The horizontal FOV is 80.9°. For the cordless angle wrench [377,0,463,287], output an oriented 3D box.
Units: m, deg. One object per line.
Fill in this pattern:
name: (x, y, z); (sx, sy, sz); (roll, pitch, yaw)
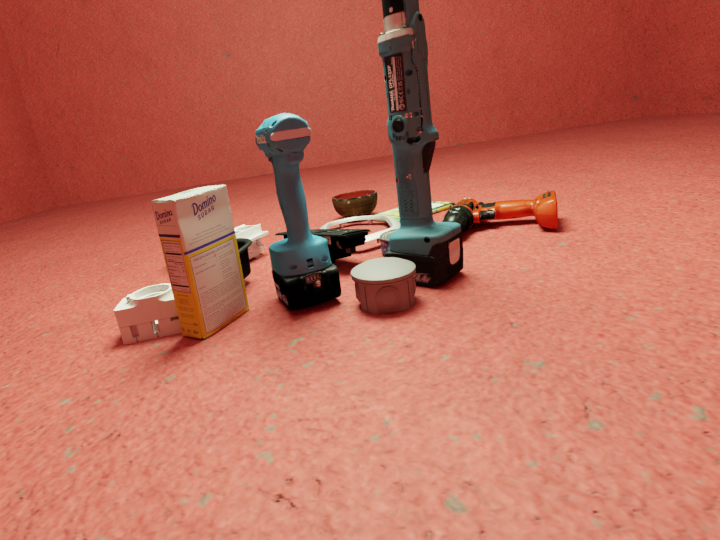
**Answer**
cordless angle wrench: (0.066, -0.190, 0.551); (0.103, 0.415, 0.072); (6, 20, 41)

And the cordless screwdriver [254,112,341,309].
cordless screwdriver: (-0.098, -0.082, 0.578); (0.072, 0.244, 0.166); (-13, 17, -20)

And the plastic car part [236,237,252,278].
plastic car part: (-0.205, -0.002, 0.667); (0.068, 0.069, 0.115); (-3, 19, 18)

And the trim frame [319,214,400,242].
trim frame: (-0.011, -0.083, 0.878); (0.184, 0.027, 0.254); (-9, 19, -1)

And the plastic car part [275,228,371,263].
plastic car part: (-0.073, -0.048, 0.743); (0.064, 0.066, 0.214); (-22, 23, -39)
